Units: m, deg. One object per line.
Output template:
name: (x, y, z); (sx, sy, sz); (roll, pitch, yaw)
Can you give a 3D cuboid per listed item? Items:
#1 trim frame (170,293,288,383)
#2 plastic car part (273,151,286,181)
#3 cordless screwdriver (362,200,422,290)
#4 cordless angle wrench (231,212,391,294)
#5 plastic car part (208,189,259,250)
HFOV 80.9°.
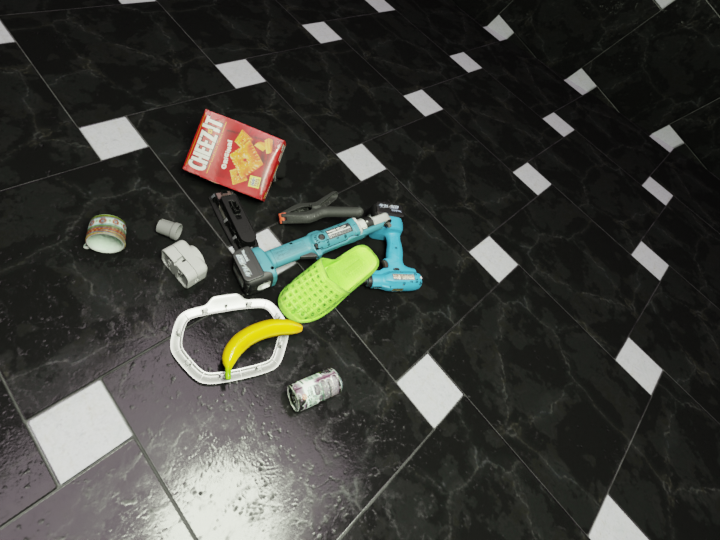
trim frame: (-0.267, 0.136, 0.884); (0.241, 0.027, 0.191); (-8, 59, -23)
plastic car part: (-0.232, -0.295, 1.154); (0.067, 0.069, 0.116); (5, 90, -55)
cordless screwdriver: (0.060, -0.062, 1.119); (0.154, 0.074, 0.257); (0, 61, -19)
cordless angle wrench: (-0.100, -0.065, 1.022); (0.413, 0.074, 0.101); (-23, 69, -24)
plastic car part: (-0.301, -0.124, 1.033); (0.064, 0.067, 0.210); (-13, 65, -38)
